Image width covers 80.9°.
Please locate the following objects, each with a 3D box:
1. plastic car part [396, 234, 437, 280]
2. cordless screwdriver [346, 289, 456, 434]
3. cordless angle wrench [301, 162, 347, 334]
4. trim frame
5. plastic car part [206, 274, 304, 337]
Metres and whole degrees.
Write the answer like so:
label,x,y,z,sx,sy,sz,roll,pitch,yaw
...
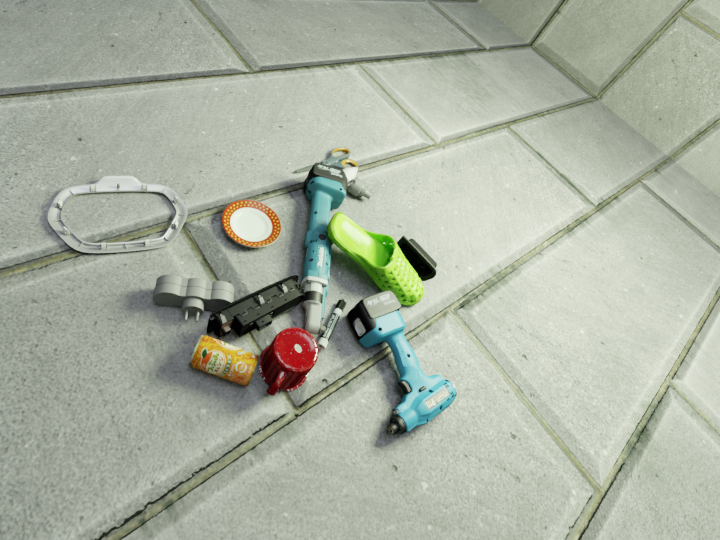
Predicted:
label,x,y,z,sx,sy,sz,roll,pitch,yaw
plastic car part,0.134,-0.031,1.007,0.118,0.066,0.069,44,35,7
cordless screwdriver,0.059,0.171,0.806,0.154,0.074,0.257,-20,69,-34
cordless angle wrench,-0.090,-0.059,0.923,0.095,0.074,0.434,13,53,-16
trim frame,-0.468,-0.114,0.830,0.240,0.027,0.192,-8,57,-26
plastic car part,-0.179,0.068,0.778,0.070,0.065,0.198,38,46,22
